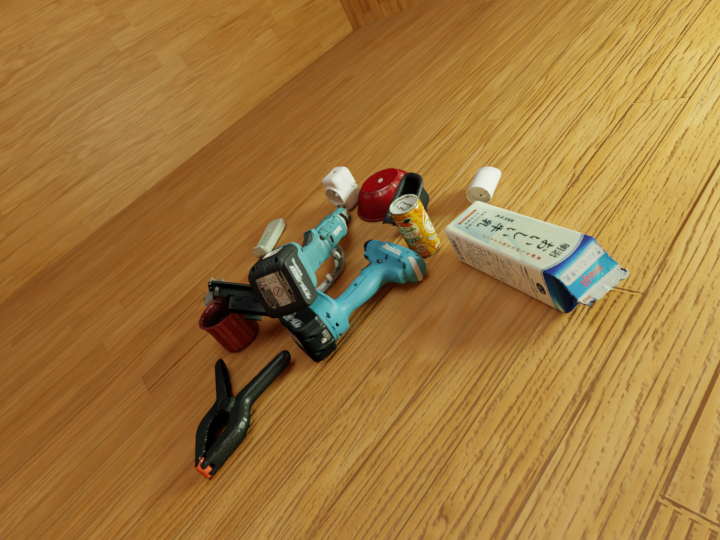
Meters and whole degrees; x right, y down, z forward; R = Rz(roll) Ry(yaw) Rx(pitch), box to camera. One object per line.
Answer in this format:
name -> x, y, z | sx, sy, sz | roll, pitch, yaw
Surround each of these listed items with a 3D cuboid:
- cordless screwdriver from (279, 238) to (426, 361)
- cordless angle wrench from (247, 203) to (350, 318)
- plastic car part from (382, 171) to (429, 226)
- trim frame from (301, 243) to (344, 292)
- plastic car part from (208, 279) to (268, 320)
cordless screwdriver -> -0.024, 0.033, 0.733 | 0.247, 0.071, 0.167 | -37, 30, -12
cordless angle wrench -> -0.079, -0.052, 0.810 | 0.076, 0.096, 0.422 | -23, 16, 21
plastic car part -> 0.103, -0.126, 0.825 | 0.069, 0.067, 0.117 | 5, 65, 45
trim frame -> -0.140, 0.006, 0.906 | 0.259, 0.026, 0.185 | -4, 44, 35
plastic car part -> -0.173, 0.057, 0.765 | 0.199, 0.066, 0.069 | 3, 64, -10
